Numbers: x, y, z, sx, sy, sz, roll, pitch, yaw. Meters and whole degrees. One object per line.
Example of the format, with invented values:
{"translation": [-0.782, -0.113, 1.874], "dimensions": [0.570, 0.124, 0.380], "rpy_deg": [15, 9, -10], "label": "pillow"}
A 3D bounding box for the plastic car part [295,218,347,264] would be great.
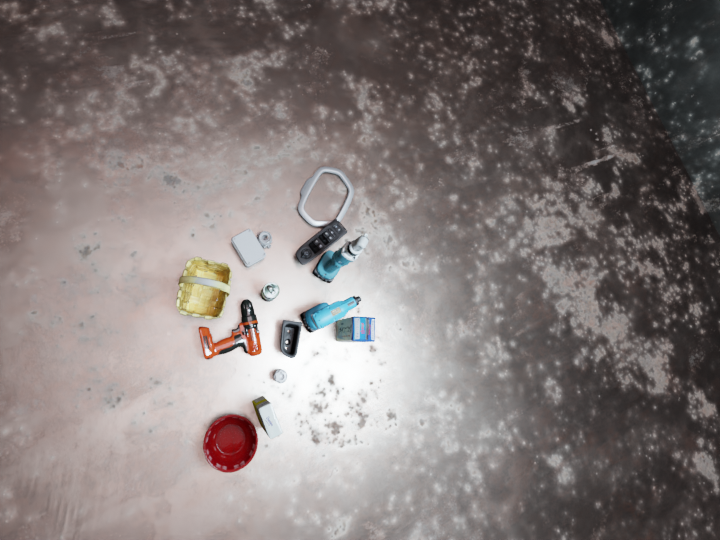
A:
{"translation": [-0.145, -0.095, 1.480], "dimensions": [0.201, 0.068, 0.066], "rpy_deg": [-40, 91, -18], "label": "plastic car part"}

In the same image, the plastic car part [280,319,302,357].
{"translation": [-0.234, 0.225, 1.382], "dimensions": [0.064, 0.072, 0.118], "rpy_deg": [10, 76, -14], "label": "plastic car part"}

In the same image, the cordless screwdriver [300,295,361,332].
{"translation": [-0.098, 0.133, 1.341], "dimensions": [0.156, 0.252, 0.075], "rpy_deg": [-27, 89, -19], "label": "cordless screwdriver"}

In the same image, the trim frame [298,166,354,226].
{"translation": [-0.127, -0.270, 1.547], "dimensions": [0.182, 0.028, 0.249], "rpy_deg": [27, 73, -6], "label": "trim frame"}

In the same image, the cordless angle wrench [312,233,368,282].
{"translation": [-0.058, -0.040, 1.299], "dimensions": [0.073, 0.428, 0.098], "rpy_deg": [32, 73, -10], "label": "cordless angle wrench"}
